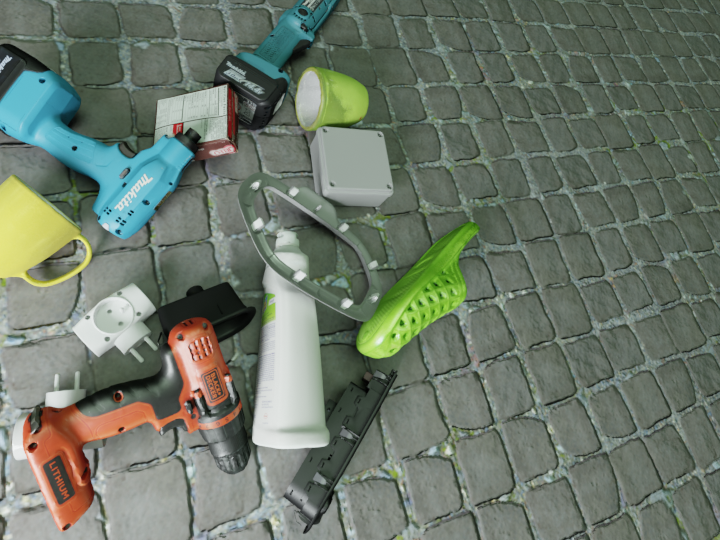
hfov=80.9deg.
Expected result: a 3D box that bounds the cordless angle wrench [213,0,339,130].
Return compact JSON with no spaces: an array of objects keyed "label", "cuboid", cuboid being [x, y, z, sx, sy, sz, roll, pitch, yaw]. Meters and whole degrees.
[{"label":"cordless angle wrench","cuboid":[-0.103,-0.410,0.711,0.097,0.075,0.425,29,61,-8]}]

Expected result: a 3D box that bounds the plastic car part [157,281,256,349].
[{"label":"plastic car part","cuboid":[-0.194,0.054,0.509,0.114,0.065,0.073,-28,68,-29]}]

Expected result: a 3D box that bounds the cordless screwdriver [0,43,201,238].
[{"label":"cordless screwdriver","cuboid":[-0.330,-0.174,0.516,0.247,0.075,0.159,39,86,-3]}]

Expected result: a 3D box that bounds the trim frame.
[{"label":"trim frame","cuboid":[-0.053,-0.034,0.538,0.236,0.028,0.191,32,33,-30]}]

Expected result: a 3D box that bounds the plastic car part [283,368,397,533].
[{"label":"plastic car part","cuboid":[-0.026,0.200,0.501,0.068,0.066,0.203,29,63,2]}]
